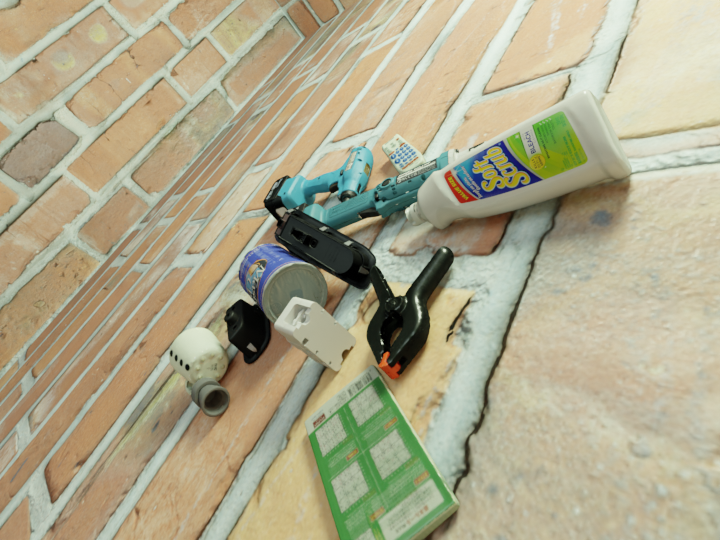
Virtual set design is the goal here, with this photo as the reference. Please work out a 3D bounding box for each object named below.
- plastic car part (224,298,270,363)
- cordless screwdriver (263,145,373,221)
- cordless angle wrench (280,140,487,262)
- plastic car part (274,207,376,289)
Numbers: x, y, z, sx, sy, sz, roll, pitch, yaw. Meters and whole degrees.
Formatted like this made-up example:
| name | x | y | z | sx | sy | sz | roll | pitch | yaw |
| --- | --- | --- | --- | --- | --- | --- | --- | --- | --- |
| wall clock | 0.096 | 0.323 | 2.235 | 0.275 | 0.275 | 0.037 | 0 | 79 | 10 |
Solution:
| name | x | y | z | sx | sy | sz | roll | pitch | yaw |
| --- | --- | --- | --- | --- | --- | --- | --- | --- | --- |
| plastic car part | -0.196 | 0.090 | 0.706 | 0.066 | 0.068 | 0.121 | -41 | 28 | 7 |
| cordless screwdriver | -0.092 | -0.159 | 0.877 | 0.258 | 0.071 | 0.161 | -15 | 42 | 33 |
| cordless angle wrench | 0.053 | -0.118 | 0.671 | 0.437 | 0.071 | 0.100 | -18 | 39 | 32 |
| plastic car part | -0.064 | -0.042 | 0.652 | 0.214 | 0.063 | 0.066 | 30 | 88 | 31 |
